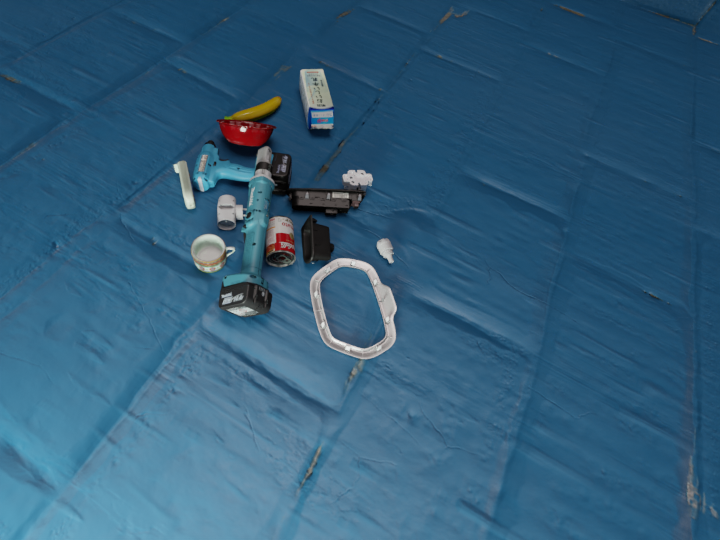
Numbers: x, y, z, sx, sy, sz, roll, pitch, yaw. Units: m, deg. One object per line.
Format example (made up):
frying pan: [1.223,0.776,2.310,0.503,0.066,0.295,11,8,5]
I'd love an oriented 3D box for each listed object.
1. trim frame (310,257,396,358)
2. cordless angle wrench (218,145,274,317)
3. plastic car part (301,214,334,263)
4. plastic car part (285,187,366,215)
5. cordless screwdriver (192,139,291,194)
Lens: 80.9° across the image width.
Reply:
trim frame: [-0.014,0.076,0.941,0.180,0.027,0.258,-7,56,-14]
cordless angle wrench: [-0.236,-0.111,0.954,0.101,0.070,0.433,-15,59,29]
plastic car part: [-0.099,-0.064,1.008,0.068,0.066,0.120,5,58,-25]
plastic car part: [-0.092,-0.176,1.083,0.201,0.066,0.067,6,82,-6]
cordless screwdriver: [-0.305,-0.277,1.109,0.248,0.072,0.164,2,56,-3]
